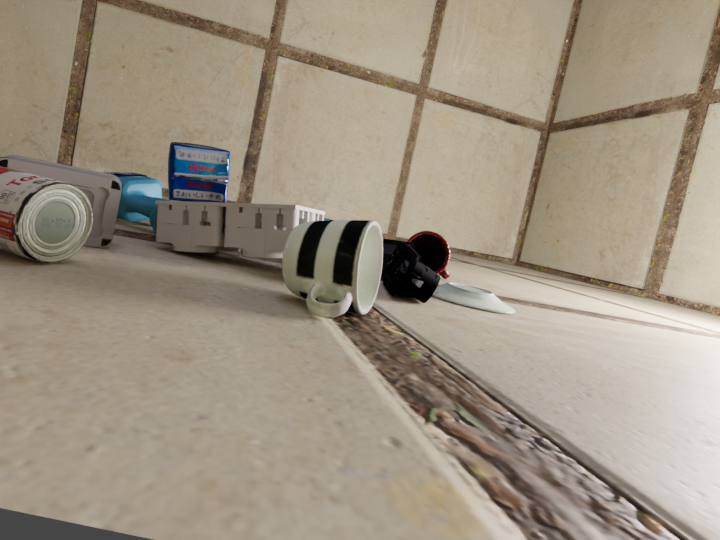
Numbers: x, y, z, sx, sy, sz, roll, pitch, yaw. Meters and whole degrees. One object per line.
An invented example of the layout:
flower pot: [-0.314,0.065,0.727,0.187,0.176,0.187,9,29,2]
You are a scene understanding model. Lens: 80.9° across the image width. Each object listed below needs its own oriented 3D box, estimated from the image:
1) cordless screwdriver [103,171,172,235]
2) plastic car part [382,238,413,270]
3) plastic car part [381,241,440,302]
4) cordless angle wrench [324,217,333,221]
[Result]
cordless screwdriver: [-0.327,-0.110,0.712,0.262,0.073,0.153,19,20,31]
plastic car part: [0.033,-0.024,0.792,0.120,0.065,0.070,10,19,14]
plastic car part: [0.067,0.007,0.583,0.067,0.066,0.202,38,5,0]
cordless angle wrench: [-0.073,-0.048,0.746,0.096,0.074,0.432,11,9,-11]
